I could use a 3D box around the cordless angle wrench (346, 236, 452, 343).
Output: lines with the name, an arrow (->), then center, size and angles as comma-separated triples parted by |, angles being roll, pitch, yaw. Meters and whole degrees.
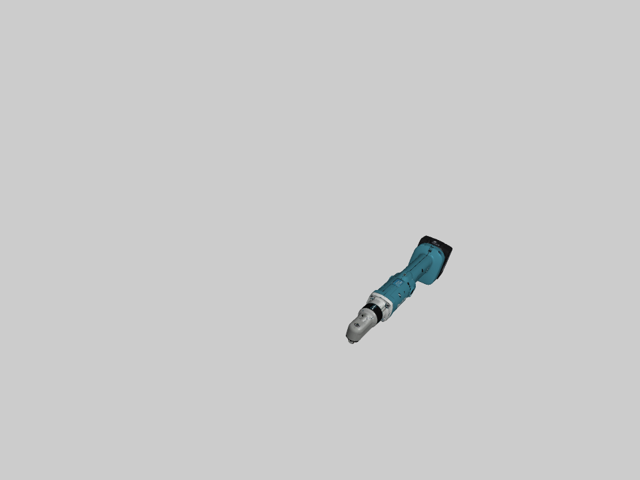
cordless angle wrench -> 0.169, 0.098, 0.891 | 0.074, 0.098, 0.421 | 28, 31, 24
